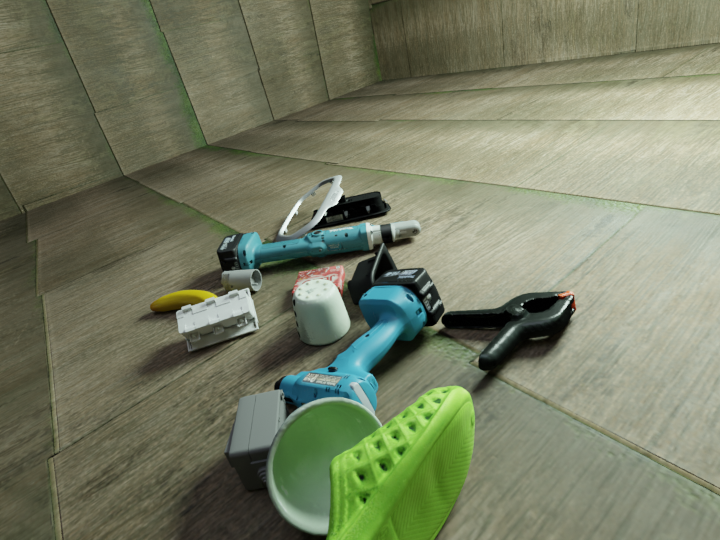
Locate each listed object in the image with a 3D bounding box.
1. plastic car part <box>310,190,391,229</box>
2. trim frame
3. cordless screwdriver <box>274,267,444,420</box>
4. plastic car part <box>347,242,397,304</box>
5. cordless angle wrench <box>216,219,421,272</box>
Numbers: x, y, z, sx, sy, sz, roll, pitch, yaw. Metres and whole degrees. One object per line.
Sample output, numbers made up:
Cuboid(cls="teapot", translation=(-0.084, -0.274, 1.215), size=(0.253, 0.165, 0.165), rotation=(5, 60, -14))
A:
Cuboid(cls="plastic car part", translation=(-0.028, -0.155, 1.042), size=(0.206, 0.065, 0.067), rotation=(-7, 22, 10))
Cuboid(cls="trim frame", translation=(-0.123, -0.150, 1.037), size=(0.190, 0.026, 0.250), rotation=(-22, 32, 37))
Cuboid(cls="cordless screwdriver", translation=(-0.001, 0.095, 0.577), size=(0.166, 0.072, 0.245), rotation=(-9, 27, 44))
Cuboid(cls="plastic car part", translation=(0.013, 0.016, 0.733), size=(0.073, 0.064, 0.116), rotation=(-15, 28, 32))
Cuboid(cls="cordless angle wrench", translation=(-0.087, -0.057, 0.893), size=(0.429, 0.072, 0.100), rotation=(-8, 29, 9))
